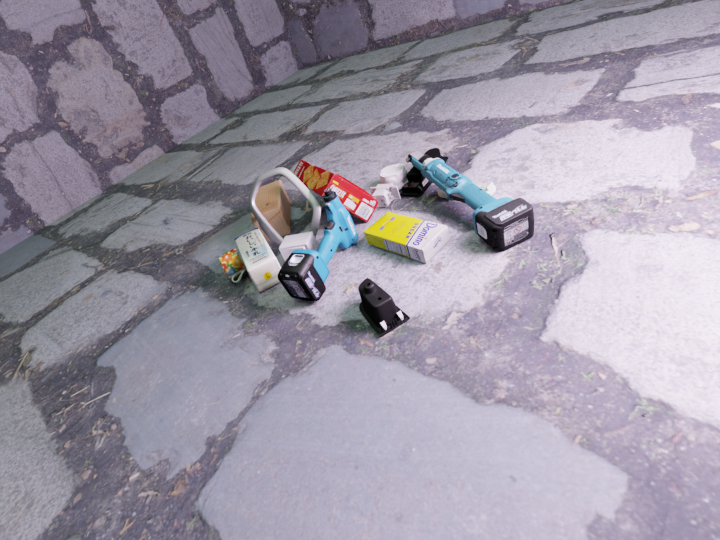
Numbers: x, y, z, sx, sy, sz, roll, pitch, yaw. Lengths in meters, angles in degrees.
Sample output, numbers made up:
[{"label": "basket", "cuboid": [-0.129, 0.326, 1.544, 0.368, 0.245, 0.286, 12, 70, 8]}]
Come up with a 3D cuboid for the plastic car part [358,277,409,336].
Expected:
[{"label": "plastic car part", "cuboid": [0.029, 0.056, 0.800, 0.065, 0.068, 0.123, -29, 37, -12]}]

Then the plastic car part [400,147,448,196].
[{"label": "plastic car part", "cuboid": [0.176, -0.280, 1.174, 0.069, 0.064, 0.201, 1, 38, 43]}]

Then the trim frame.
[{"label": "trim frame", "cuboid": [-0.205, -0.161, 1.127, 0.185, 0.256, 0.026, -49, -17, 20]}]

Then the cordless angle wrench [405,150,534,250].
[{"label": "cordless angle wrench", "cuboid": [0.222, -0.195, 0.977, 0.097, 0.071, 0.445, -27, 40, -5]}]

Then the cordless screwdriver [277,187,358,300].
[{"label": "cordless screwdriver", "cuboid": [-0.094, -0.061, 0.957, 0.078, 0.152, 0.248, 2, 43, 34]}]
